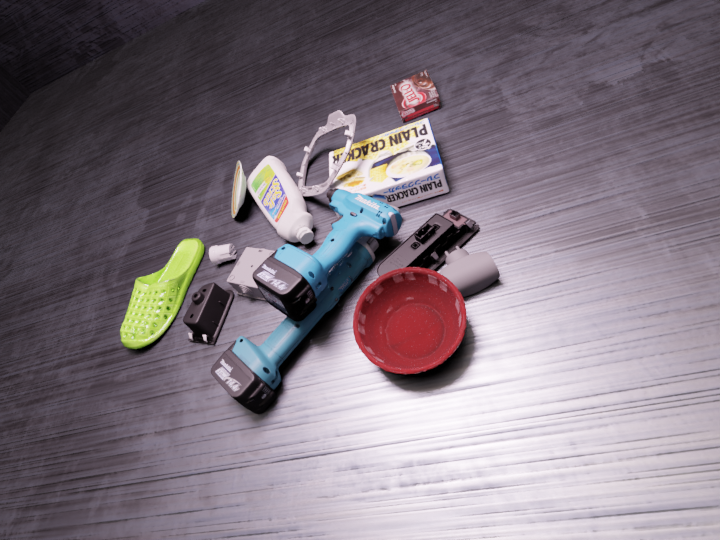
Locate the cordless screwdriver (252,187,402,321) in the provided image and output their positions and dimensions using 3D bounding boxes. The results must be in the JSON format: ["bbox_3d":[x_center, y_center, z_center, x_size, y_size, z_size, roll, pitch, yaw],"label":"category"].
[{"bbox_3d":[-0.068,-0.045,0.699,0.246,0.071,0.168,-43,49,-19],"label":"cordless screwdriver"}]

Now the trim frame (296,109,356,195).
[{"bbox_3d":[-0.079,-0.243,0.886,0.259,0.026,0.184,15,84,63],"label":"trim frame"}]

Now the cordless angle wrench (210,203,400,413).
[{"bbox_3d":[-0.066,0.039,0.714,0.104,0.070,0.421,28,69,39],"label":"cordless angle wrench"}]

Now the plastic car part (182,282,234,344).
[{"bbox_3d":[-0.296,0.072,0.804,0.068,0.067,0.118,0,58,25],"label":"plastic car part"}]

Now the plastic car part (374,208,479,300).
[{"bbox_3d":[0.099,-0.032,0.688,0.202,0.063,0.070,-44,55,-6],"label":"plastic car part"}]
